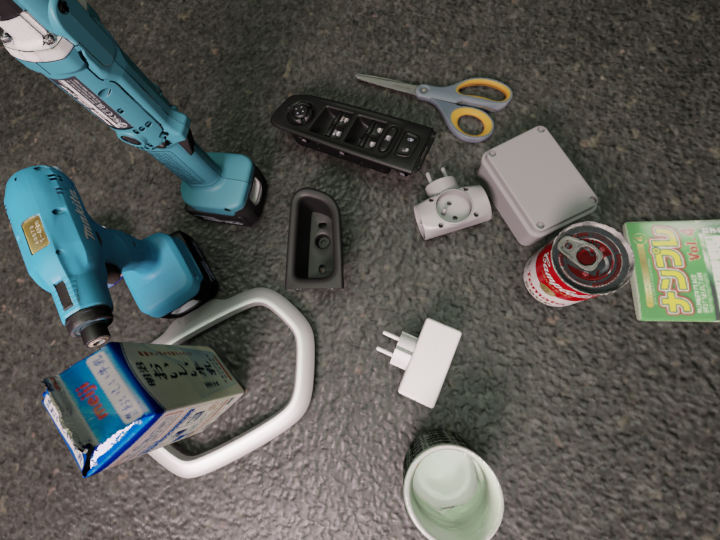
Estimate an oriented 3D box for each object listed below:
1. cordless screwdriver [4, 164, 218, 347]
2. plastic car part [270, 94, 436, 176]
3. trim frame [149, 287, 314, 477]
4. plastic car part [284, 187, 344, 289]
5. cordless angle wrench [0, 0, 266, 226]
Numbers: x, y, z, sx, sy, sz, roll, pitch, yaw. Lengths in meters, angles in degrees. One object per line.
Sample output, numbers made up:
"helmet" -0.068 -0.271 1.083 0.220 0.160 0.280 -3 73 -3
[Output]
"cordless screwdriver" -0.227 0.007 0.431 0.074 0.242 0.164 -33 76 -1
"plastic car part" -0.014 -0.168 0.529 0.209 0.065 0.066 24 81 15
"trim frame" -0.168 0.125 0.502 0.249 0.027 0.190 -31 72 2
"plastic car part" -0.049 -0.032 0.498 0.067 0.069 0.118 -2 76 8
"cordless angle wrench" -0.192 -0.138 0.373 0.100 0.411 0.075 10 79 8
